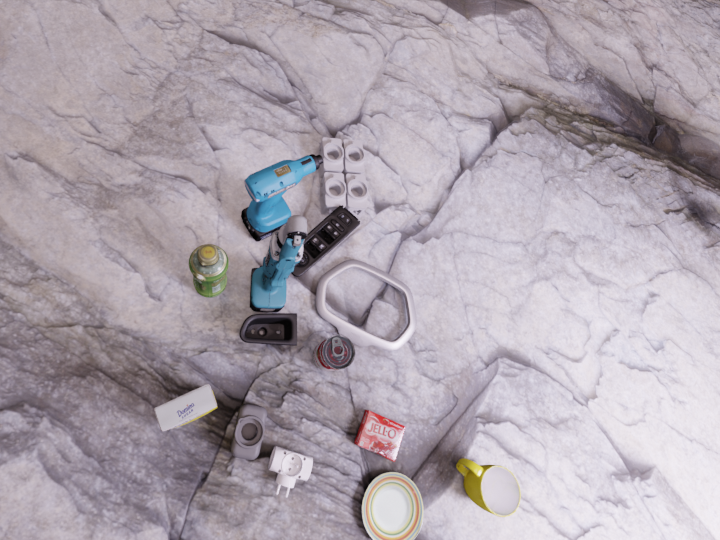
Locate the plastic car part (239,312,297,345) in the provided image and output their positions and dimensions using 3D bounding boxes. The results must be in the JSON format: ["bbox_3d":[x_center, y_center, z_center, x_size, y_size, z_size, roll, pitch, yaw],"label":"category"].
[{"bbox_3d":[-0.194,0.125,0.881,0.114,0.071,0.067,3,72,-14],"label":"plastic car part"}]

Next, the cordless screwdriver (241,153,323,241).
[{"bbox_3d":[-0.170,-0.155,0.889,0.156,0.250,0.075,-30,85,-23],"label":"cordless screwdriver"}]

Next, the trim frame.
[{"bbox_3d":[0.015,0.079,0.970,0.247,0.027,0.185,26,67,-3],"label":"trim frame"}]

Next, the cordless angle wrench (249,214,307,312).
[{"bbox_3d":[-0.146,-0.008,0.748,0.072,0.425,0.100,4,73,-17],"label":"cordless angle wrench"}]

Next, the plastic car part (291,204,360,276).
[{"bbox_3d":[-0.095,-0.062,0.973,0.067,0.067,0.201,45,67,2],"label":"plastic car part"}]
